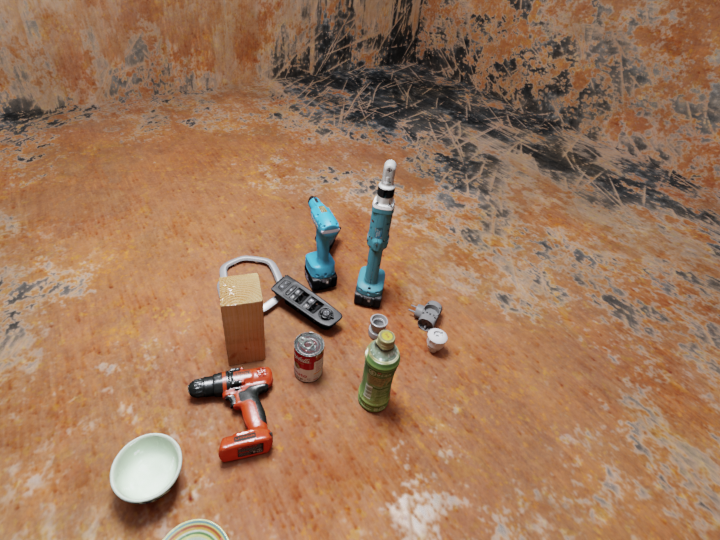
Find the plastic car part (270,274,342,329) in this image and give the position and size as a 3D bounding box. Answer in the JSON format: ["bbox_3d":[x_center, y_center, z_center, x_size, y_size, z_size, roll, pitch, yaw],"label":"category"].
[{"bbox_3d":[-0.142,0.094,1.112,0.213,0.065,0.065,28,45,26],"label":"plastic car part"}]

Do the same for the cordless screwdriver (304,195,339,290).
[{"bbox_3d":[-0.115,-0.075,1.176,0.072,0.242,0.167,-10,43,-20],"label":"cordless screwdriver"}]

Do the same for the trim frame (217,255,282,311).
[{"bbox_3d":[-0.312,0.035,1.199,0.180,0.027,0.262,-13,43,-19],"label":"trim frame"}]

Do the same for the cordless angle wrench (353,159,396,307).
[{"bbox_3d":[0.044,-0.081,1.064,0.075,0.412,0.099,11,40,4],"label":"cordless angle wrench"}]

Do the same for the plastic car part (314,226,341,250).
[{"bbox_3d":[-0.108,-0.088,1.325,0.067,0.069,0.118,12,41,7],"label":"plastic car part"}]
